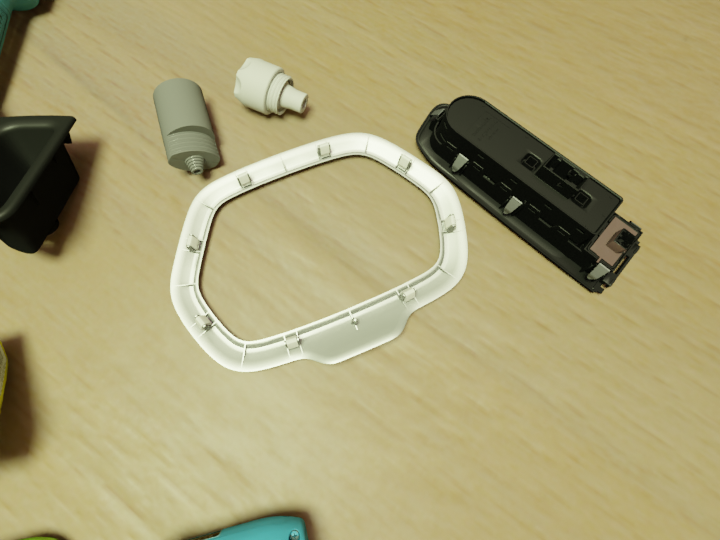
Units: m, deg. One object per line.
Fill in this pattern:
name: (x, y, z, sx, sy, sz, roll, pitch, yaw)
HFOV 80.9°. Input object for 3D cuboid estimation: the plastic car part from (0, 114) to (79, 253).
plastic car part: (-0.265, -0.062, 0.337, 0.066, 0.069, 0.120, -2, 56, -2)

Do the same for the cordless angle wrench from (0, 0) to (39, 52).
cordless angle wrench: (-0.355, -0.132, 0.360, 0.074, 0.096, 0.429, 1, 76, -2)

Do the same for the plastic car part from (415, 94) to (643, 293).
plastic car part: (0.132, -0.073, 0.341, 0.209, 0.065, 0.066, 41, 83, 15)

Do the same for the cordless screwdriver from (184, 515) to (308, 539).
cordless screwdriver: (-0.081, 0.283, 0.215, 0.158, 0.073, 0.256, -13, 69, -8)

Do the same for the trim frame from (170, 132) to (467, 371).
trim frame: (-0.033, -0.022, 0.343, 0.246, 0.027, 0.189, -21, 73, -8)
